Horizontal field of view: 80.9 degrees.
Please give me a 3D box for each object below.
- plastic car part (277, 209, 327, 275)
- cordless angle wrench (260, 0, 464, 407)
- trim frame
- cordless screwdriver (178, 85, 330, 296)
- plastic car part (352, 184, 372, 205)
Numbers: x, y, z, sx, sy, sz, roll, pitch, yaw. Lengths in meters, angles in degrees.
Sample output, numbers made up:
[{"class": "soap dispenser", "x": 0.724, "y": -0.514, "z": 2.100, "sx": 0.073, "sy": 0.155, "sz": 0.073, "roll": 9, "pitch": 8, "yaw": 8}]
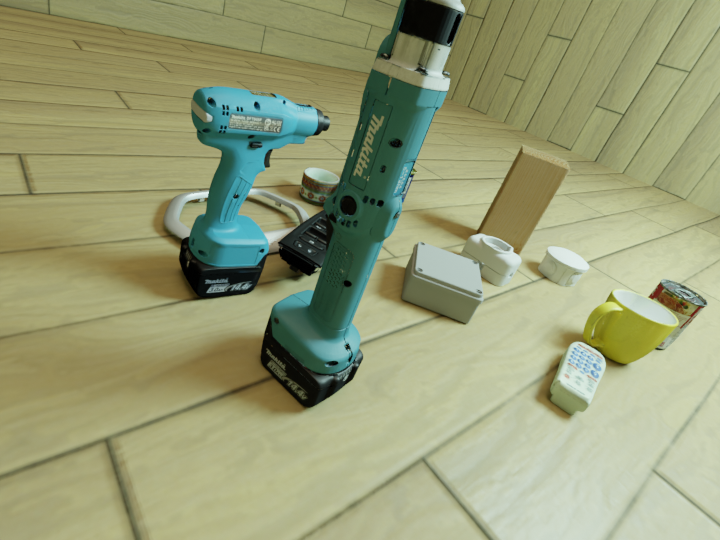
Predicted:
[{"class": "plastic car part", "x": -0.063, "y": -0.041, "z": 0.646, "sx": 0.067, "sy": 0.066, "sz": 0.202, "roll": 22, "pitch": 31, "yaw": 6}, {"class": "cordless angle wrench", "x": 0.003, "y": -0.059, "z": 0.362, "sx": 0.103, "sy": 0.417, "sz": 0.072, "roll": 37, "pitch": 33, "yaw": 26}, {"class": "trim frame", "x": -0.195, "y": -0.086, "z": 0.692, "sx": 0.238, "sy": 0.027, "sz": 0.194, "roll": -12, "pitch": 41, "yaw": -40}, {"class": "cordless screwdriver", "x": -0.132, "y": -0.089, "z": 0.512, "sx": 0.152, "sy": 0.245, "sz": 0.078, "roll": -6, "pitch": 39, "yaw": -38}, {"class": "plastic car part", "x": 0.010, "y": -0.123, "z": 0.811, "sx": 0.063, "sy": 0.070, "sz": 0.123, "roll": -3, "pitch": 36, "yaw": -33}]
